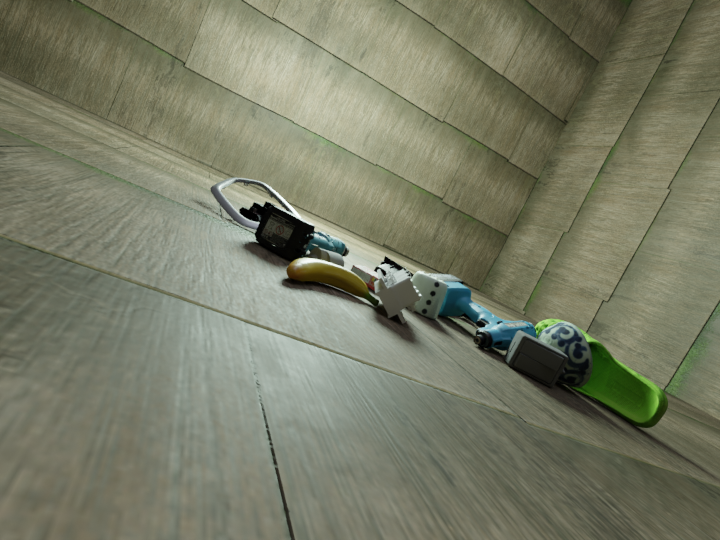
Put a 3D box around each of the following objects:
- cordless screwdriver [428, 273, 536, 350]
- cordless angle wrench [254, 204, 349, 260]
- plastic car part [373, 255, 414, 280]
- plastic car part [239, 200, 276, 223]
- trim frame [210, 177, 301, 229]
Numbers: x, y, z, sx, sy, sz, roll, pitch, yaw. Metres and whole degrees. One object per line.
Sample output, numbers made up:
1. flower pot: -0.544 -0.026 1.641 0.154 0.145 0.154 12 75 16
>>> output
1. cordless screwdriver: 0.224 0.089 0.903 0.152 0.073 0.263 0 22 -34
2. cordless angle wrench: -0.092 -0.060 0.942 0.101 0.074 0.409 28 4 15
3. plastic car part: 0.072 0.022 0.977 0.068 0.065 0.123 -4 30 -46
4. plastic car part: -0.231 -0.137 1.061 0.069 0.067 0.196 21 2 17
5. trim frame: -0.235 -0.150 0.969 0.177 0.027 0.262 -13 42 -40
